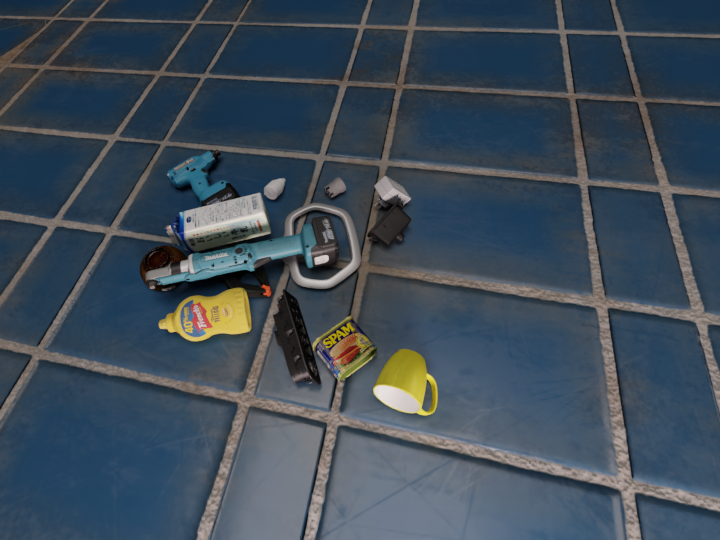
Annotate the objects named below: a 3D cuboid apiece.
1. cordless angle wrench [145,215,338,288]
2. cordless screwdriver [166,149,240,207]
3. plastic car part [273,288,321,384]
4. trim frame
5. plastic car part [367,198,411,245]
[{"bbox_3d":[-0.262,-0.028,0.936,0.420,0.072,0.102,-12,58,-5],"label":"cordless angle wrench"},{"bbox_3d":[-0.391,-0.230,1.121,0.157,0.071,0.262,-38,58,-18],"label":"cordless screwdriver"},{"bbox_3d":[-0.136,0.140,0.858,0.067,0.063,0.212,-27,58,-1],"label":"plastic car part"},{"bbox_3d":[-0.098,-0.064,1.006,0.184,0.026,0.258,-12,59,-2],"label":"trim frame"},{"bbox_3d":[0.075,-0.100,0.994,0.072,0.065,0.116,37,70,8],"label":"plastic car part"}]
